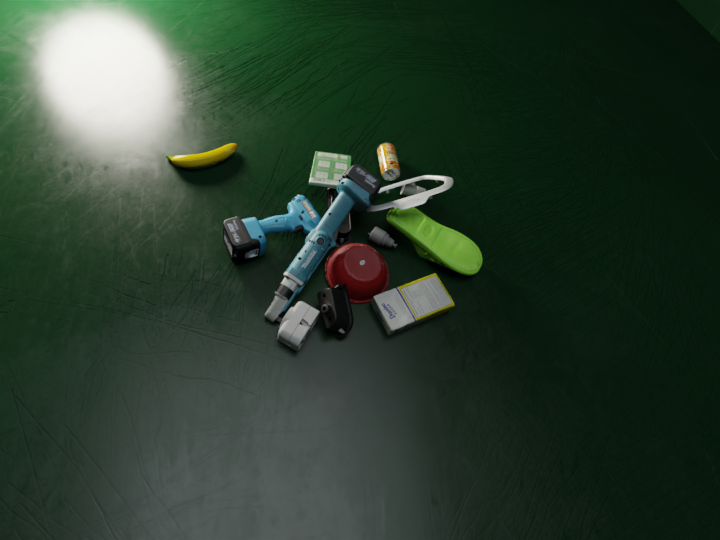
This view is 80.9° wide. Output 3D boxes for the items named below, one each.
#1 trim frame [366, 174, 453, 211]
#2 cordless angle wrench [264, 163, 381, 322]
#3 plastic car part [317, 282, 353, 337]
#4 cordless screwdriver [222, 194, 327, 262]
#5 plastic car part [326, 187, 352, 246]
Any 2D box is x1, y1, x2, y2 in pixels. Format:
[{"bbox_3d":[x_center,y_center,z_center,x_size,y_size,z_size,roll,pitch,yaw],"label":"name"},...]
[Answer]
[{"bbox_3d":[0.116,-0.199,1.096,0.250,0.027,0.189,-15,25,4],"label":"trim frame"},{"bbox_3d":[-0.097,-0.064,0.997,0.097,0.075,0.423,35,73,-8],"label":"cordless angle wrench"},{"bbox_3d":[-0.062,0.085,0.939,0.067,0.067,0.121,-29,57,24],"label":"plastic car part"},{"bbox_3d":[-0.203,-0.088,1.041,0.242,0.073,0.166,-24,65,-26],"label":"cordless screwdriver"},{"bbox_3d":[-0.050,-0.153,1.114,0.065,0.067,0.209,6,59,-16],"label":"plastic car part"}]
